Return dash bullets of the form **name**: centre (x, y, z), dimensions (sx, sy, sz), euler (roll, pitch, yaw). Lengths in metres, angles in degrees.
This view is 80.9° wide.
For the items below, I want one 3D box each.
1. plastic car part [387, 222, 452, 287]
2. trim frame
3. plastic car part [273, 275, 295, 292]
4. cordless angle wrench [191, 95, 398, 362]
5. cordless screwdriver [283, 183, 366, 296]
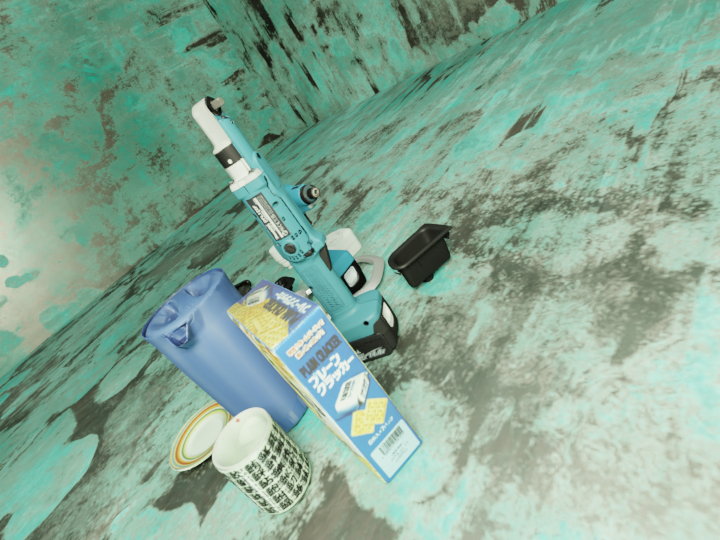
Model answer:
- **plastic car part**: centre (0.102, -0.018, 0.697), dimensions (0.115, 0.068, 0.069), euler (-43, 25, -17)
- **trim frame**: centre (-0.058, 0.047, 0.827), dimensions (0.248, 0.026, 0.192), euler (-37, 26, -4)
- **plastic car part**: centre (-0.191, 0.088, 0.876), dimensions (0.069, 0.064, 0.203), euler (-13, 33, 41)
- **cordless angle wrench**: centre (-0.087, -0.043, 0.577), dimensions (0.100, 0.408, 0.075), euler (-25, 23, 24)
- **cordless screwdriver**: centre (-0.075, -0.049, 0.766), dimensions (0.166, 0.240, 0.074), euler (-5, 36, 50)
